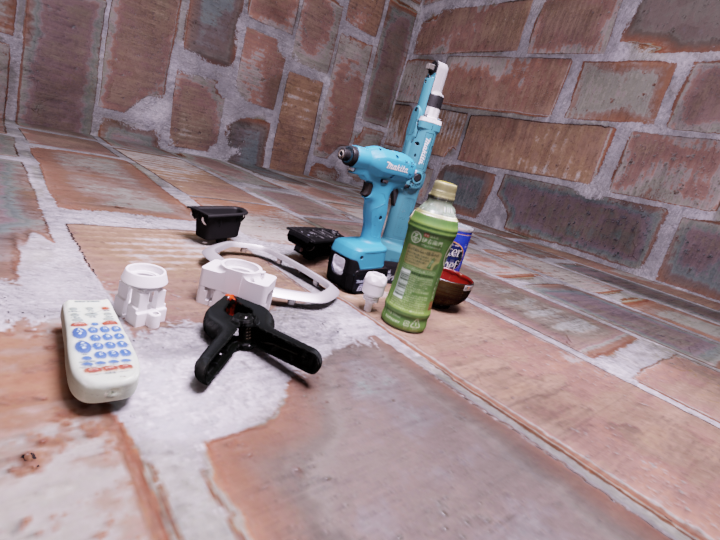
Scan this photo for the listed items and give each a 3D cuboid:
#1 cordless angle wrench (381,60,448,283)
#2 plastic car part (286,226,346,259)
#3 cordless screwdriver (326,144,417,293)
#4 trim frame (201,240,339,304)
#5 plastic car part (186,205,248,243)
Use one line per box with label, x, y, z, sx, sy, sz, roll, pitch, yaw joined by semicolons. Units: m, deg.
cordless angle wrench;0.094;-0.183;0.819;0.094;0.419;0.078;9;15;-26
plastic car part;-0.086;-0.056;0.878;0.069;0.066;0.197;19;16;18
cordless screwdriver;0.001;-0.087;0.721;0.151;0.246;0.079;3;18;-42
trim frame;-0.147;0.000;0.692;0.262;0.027;0.176;25;18;35
plastic car part;-0.269;-0.086;0.810;0.069;0.070;0.111;24;17;31
